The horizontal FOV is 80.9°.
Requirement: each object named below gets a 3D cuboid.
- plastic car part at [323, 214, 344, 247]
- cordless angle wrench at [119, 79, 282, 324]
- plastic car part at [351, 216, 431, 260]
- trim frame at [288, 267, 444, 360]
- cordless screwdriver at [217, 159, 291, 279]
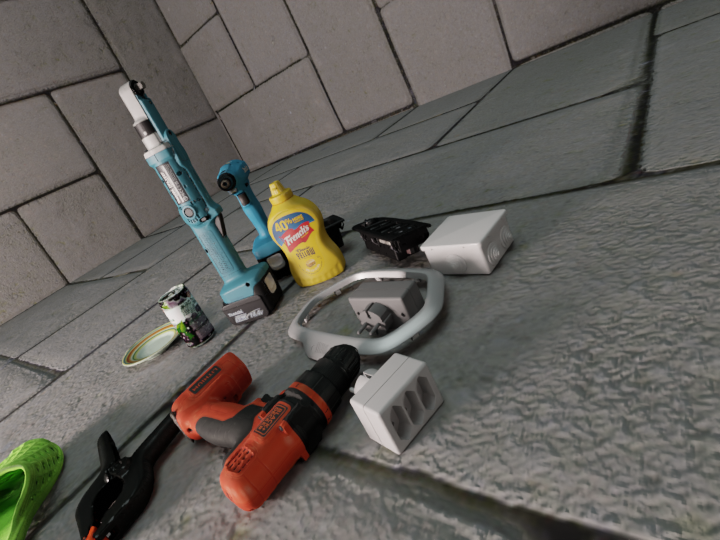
[{"bbox_3d":[-0.081,-0.053,0.826,0.115,0.069,0.069,-31,21,-11],"label":"plastic car part"},{"bbox_3d":[-0.268,-0.104,0.697,0.100,0.410,0.075,-20,19,19],"label":"cordless angle wrench"},{"bbox_3d":[0.047,-0.054,0.693,0.066,0.065,0.211,-31,22,-11],"label":"plastic car part"},{"bbox_3d":[0.002,0.052,0.565,0.260,0.027,0.181,1,35,49],"label":"trim frame"},{"bbox_3d":[-0.201,-0.094,0.823,0.075,0.241,0.163,-25,19,3],"label":"cordless screwdriver"}]
